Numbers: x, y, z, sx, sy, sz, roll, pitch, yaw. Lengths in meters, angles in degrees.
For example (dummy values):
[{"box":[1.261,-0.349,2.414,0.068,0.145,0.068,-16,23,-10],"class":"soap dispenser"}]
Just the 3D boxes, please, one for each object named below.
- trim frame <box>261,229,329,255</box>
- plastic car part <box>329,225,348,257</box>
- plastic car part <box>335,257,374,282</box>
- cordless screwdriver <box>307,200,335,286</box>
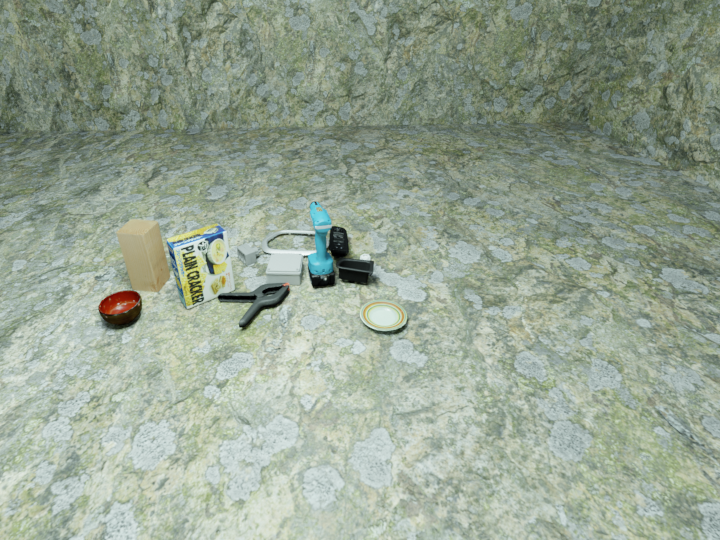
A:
[{"box":[-0.236,-0.098,1.528,0.251,0.027,0.187,3,33,6],"class":"trim frame"},{"box":[-0.077,-0.096,1.486,0.066,0.065,0.209,-1,33,-3],"class":"plastic car part"},{"box":[-0.018,0.007,1.324,0.118,0.069,0.067,4,33,7],"class":"plastic car part"},{"box":[-0.128,-0.084,1.308,0.073,0.242,0.166,-6,33,-13],"class":"cordless screwdriver"}]
